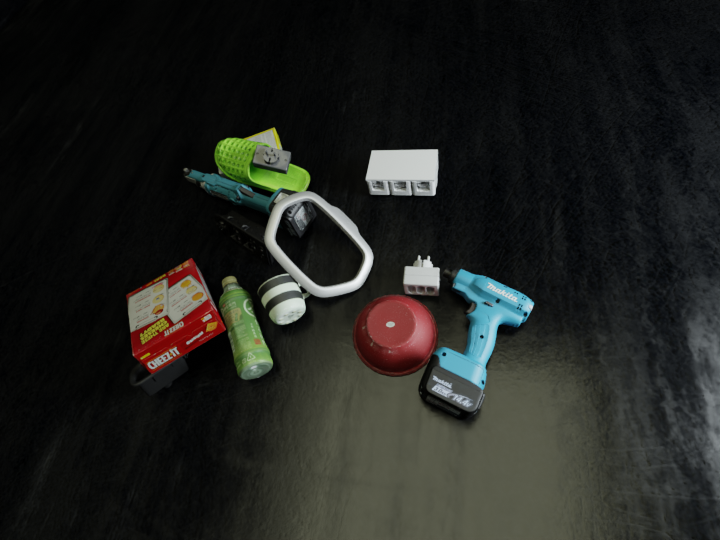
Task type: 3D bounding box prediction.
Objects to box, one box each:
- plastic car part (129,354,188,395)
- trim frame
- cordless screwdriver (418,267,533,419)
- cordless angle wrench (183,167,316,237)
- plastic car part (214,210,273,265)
[{"bbox_3d":[-0.395,0.202,0.847,0.115,0.068,0.070,-40,40,-24],"label":"plastic car part"},{"bbox_3d":[-0.086,-0.057,0.884,0.252,0.027,0.183,44,72,7],"label":"trim frame"},{"bbox_3d":[0.174,0.113,0.731,0.165,0.072,0.248,27,66,20],"label":"cordless screwdriver"},{"bbox_3d":[-0.302,-0.191,1.059,0.445,0.093,0.074,22,67,31],"label":"cordless angle wrench"},{"bbox_3d":[-0.269,-0.091,0.996,0.213,0.063,0.066,26,59,27],"label":"plastic car part"}]
